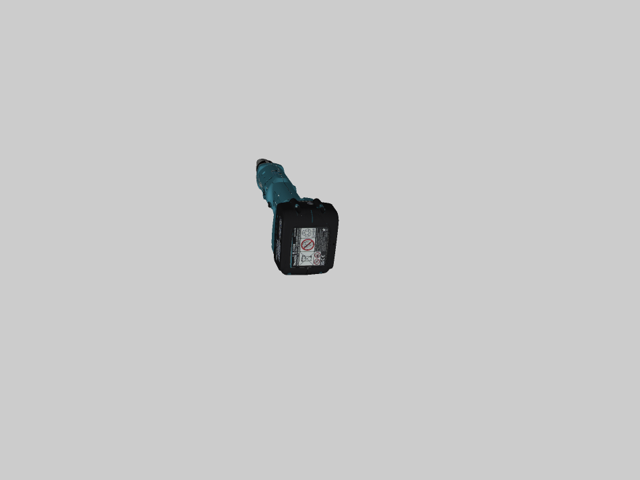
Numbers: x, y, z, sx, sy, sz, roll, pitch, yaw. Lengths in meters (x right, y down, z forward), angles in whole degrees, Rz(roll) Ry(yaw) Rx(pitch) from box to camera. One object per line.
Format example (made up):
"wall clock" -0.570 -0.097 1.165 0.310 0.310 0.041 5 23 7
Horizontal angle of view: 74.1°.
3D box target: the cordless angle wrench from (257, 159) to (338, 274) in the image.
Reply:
"cordless angle wrench" -0.069 -0.078 0.717 0.074 0.098 0.422 -1 24 -16
